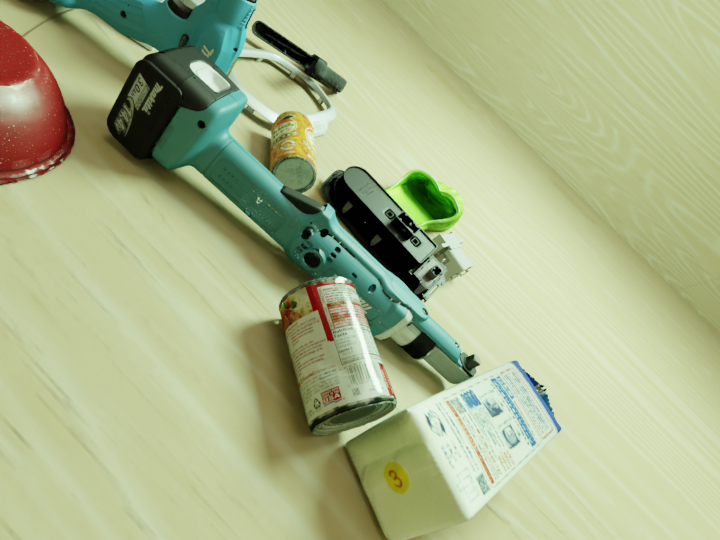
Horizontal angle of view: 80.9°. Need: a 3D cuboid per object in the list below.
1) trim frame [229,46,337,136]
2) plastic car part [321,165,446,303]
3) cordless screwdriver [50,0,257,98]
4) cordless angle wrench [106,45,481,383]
[{"bbox_3d":[-0.122,-0.278,0.650,0.185,0.028,0.245,44,31,1],"label":"trim frame"},{"bbox_3d":[0.030,-0.056,0.527,0.065,0.067,0.207,-38,78,-27],"label":"plastic car part"},{"bbox_3d":[-0.229,-0.291,0.422,0.242,0.161,0.075,34,35,-14],"label":"cordless screwdriver"},{"bbox_3d":[-0.040,-0.026,0.408,0.414,0.099,0.075,43,33,-11],"label":"cordless angle wrench"}]
